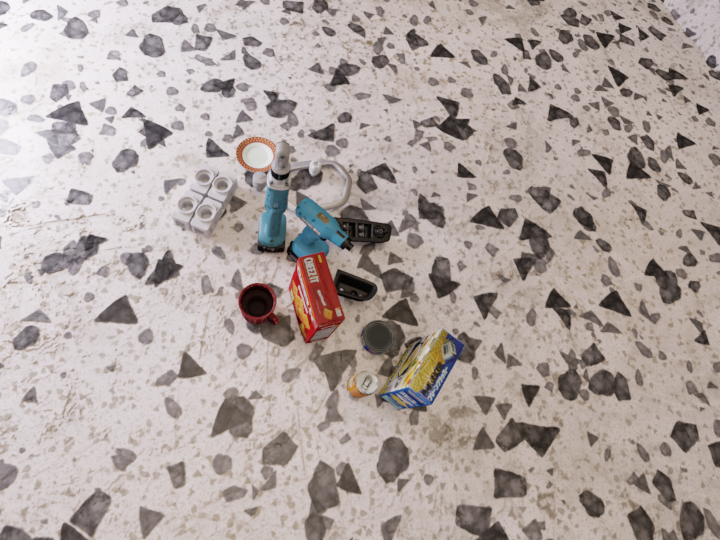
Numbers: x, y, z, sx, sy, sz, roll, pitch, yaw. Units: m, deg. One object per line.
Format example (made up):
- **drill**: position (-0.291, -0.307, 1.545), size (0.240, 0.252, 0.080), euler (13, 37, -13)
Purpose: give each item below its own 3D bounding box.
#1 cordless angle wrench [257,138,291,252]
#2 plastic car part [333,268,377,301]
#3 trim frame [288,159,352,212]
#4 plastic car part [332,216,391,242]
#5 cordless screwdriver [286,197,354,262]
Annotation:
- **cordless angle wrench**: position (-0.197, -0.159, 0.989), size (0.073, 0.421, 0.100), euler (5, 69, -13)
- **plastic car part**: position (-0.021, 0.053, 1.120), size (0.116, 0.070, 0.066), euler (20, 65, -2)
- **trim frame**: position (-0.141, -0.254, 1.256), size (0.243, 0.027, 0.189), euler (-15, 70, -15)
- **plastic car part**: position (-0.012, -0.105, 1.192), size (0.200, 0.066, 0.068), euler (2, 68, -9)
- **cordless screwdriver**: position (-0.104, -0.068, 1.061), size (0.161, 0.247, 0.074), euler (42, 65, 5)
